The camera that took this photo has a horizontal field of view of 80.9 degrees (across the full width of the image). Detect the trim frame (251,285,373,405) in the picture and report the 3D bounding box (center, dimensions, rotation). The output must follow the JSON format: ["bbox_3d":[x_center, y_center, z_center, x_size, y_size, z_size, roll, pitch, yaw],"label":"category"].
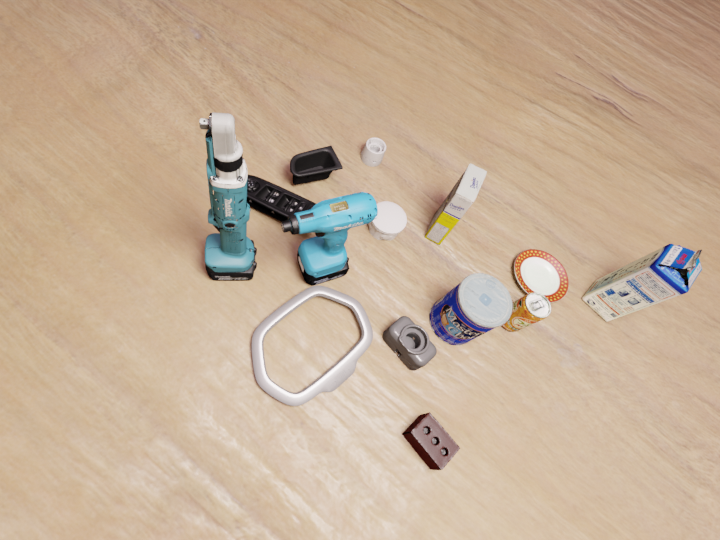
[{"bbox_3d":[-0.090,0.136,0.799,0.245,0.027,0.189,-38,75,-24],"label":"trim frame"}]

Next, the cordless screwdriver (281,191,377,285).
[{"bbox_3d":[-0.075,-0.049,0.771,0.155,0.247,0.076,-15,71,-20],"label":"cordless screwdriver"}]

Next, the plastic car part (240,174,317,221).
[{"bbox_3d":[-0.178,-0.142,0.901,0.205,0.066,0.066,28,62,4],"label":"plastic car part"}]

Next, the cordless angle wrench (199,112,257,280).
[{"bbox_3d":[-0.209,-0.094,0.672,0.096,0.420,0.076,1,66,-15],"label":"cordless angle wrench"}]

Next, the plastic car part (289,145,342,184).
[{"bbox_3d":[-0.110,-0.226,0.953,0.114,0.070,0.068,-19,71,-20],"label":"plastic car part"}]
